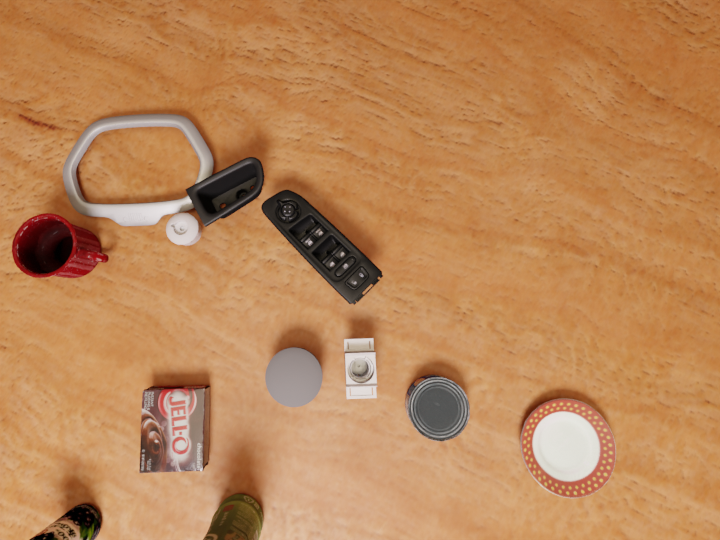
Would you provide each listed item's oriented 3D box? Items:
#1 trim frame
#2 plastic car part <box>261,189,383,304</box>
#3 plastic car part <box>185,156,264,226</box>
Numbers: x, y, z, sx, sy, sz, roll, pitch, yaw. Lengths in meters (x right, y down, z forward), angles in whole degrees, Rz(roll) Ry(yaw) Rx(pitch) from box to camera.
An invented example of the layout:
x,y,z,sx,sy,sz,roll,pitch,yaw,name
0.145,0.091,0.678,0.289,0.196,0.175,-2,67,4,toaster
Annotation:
x,y,z,sx,sy,sz,roll,pitch,yaw,name
-0.358,-0.164,0.680,0.249,0.027,0.186,-3,81,1,trim frame
-0.062,-0.040,0.631,0.066,0.066,0.206,-44,83,-6,plastic car part
-0.193,-0.117,0.646,0.116,0.070,0.067,-30,84,-4,plastic car part
